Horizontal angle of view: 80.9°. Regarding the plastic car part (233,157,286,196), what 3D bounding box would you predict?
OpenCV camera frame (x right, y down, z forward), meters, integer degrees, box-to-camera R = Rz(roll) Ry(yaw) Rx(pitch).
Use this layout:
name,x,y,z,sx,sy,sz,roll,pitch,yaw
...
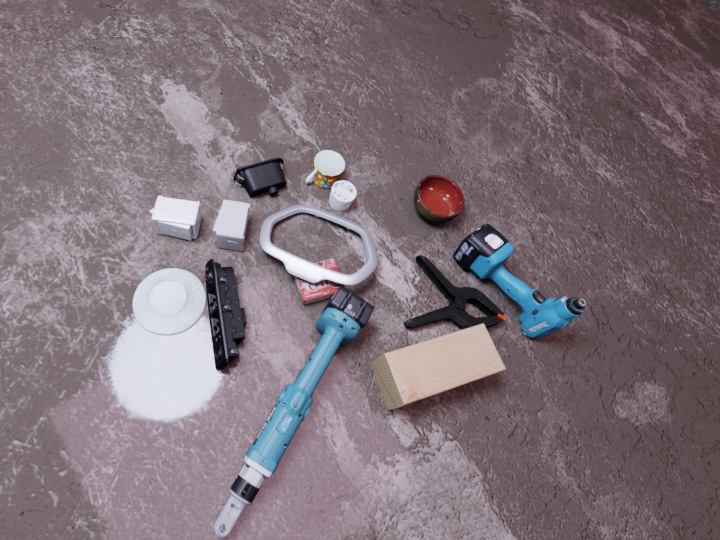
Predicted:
name,x,y,z,sx,sy,sz,roll,pitch,yaw
plastic car part,-0.207,-0.195,0.915,0.113,0.067,0.071,-20,86,-24

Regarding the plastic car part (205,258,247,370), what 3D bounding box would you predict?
name,x,y,z,sx,sy,sz,roll,pitch,yaw
plastic car part,-0.245,0.069,0.768,0.065,0.066,0.209,-8,65,-28

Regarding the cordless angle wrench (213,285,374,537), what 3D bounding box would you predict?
name,x,y,z,sx,sy,sz,roll,pitch,yaw
cordless angle wrench,-0.111,0.222,0.705,0.074,0.098,0.423,32,65,-2

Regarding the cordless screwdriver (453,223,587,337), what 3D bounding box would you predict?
name,x,y,z,sx,sy,sz,roll,pitch,yaw
cordless screwdriver,0.316,0.014,0.852,0.073,0.157,0.256,-31,73,-25

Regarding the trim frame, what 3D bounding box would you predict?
name,x,y,z,sx,sy,sz,roll,pitch,yaw
trim frame,-0.084,-0.055,0.859,0.252,0.027,0.185,21,49,6
